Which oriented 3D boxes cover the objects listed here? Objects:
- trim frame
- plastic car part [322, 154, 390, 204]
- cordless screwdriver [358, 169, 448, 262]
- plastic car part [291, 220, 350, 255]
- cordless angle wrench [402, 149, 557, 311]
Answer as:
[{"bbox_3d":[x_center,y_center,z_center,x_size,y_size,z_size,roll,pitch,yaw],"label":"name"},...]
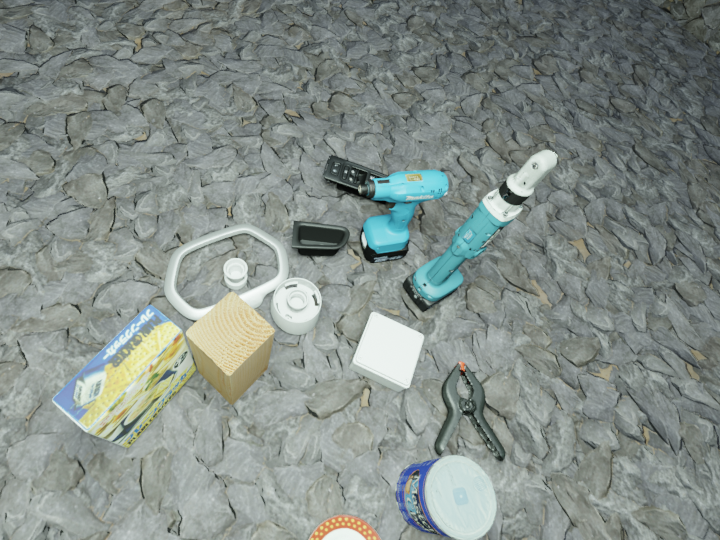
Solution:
[{"bbox_3d":[-0.263,0.001,0.837,0.243,0.027,0.191,-24,67,-22],"label":"trim frame"},{"bbox_3d":[0.012,-0.196,0.977,0.203,0.066,0.067,17,59,-1],"label":"plastic car part"},{"bbox_3d":[0.050,-0.103,0.825,0.156,0.246,0.077,-5,64,-17],"label":"cordless screwdriver"},{"bbox_3d":[-0.086,-0.056,0.876,0.115,0.070,0.068,6,60,-8],"label":"plastic car part"},{"bbox_3d":[0.188,-0.051,0.719,0.096,0.419,0.077,-26,72,-26],"label":"cordless angle wrench"}]
